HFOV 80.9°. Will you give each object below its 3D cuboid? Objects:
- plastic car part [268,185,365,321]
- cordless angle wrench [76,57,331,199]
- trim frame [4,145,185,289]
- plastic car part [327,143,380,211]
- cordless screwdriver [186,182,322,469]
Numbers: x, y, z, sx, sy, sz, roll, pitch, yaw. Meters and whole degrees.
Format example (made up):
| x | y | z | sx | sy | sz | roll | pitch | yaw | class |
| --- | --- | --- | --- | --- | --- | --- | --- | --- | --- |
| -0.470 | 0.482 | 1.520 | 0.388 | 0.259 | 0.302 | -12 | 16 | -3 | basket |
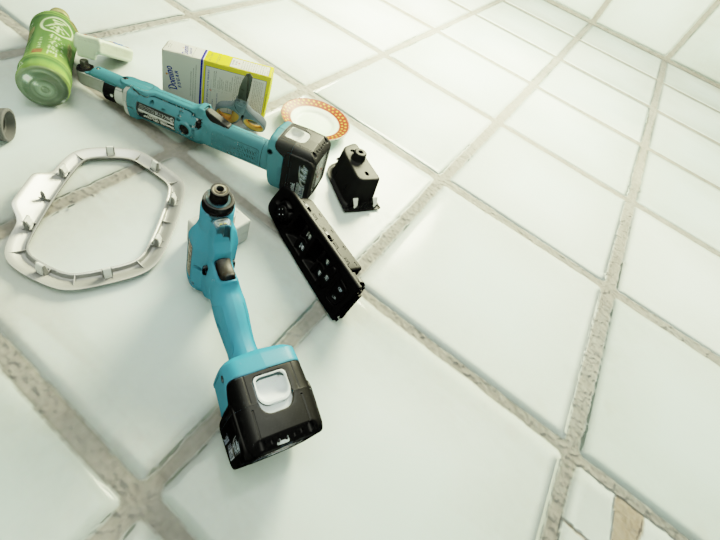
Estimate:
| x | y | z | sx | sy | sz | roll | pitch | yaw | class |
| --- | --- | --- | --- | --- | --- | --- | --- | --- | --- |
| -0.056 | -0.036 | 0.568 | 0.064 | 0.066 | 0.211 | -15 | 57 | -42 | plastic car part |
| -0.256 | -0.230 | 0.652 | 0.429 | 0.096 | 0.074 | 24 | 48 | 7 | cordless angle wrench |
| -0.327 | -0.080 | 0.535 | 0.181 | 0.027 | 0.256 | 9 | 51 | -10 | trim frame |
| -0.008 | -0.159 | 0.681 | 0.064 | 0.070 | 0.121 | -7 | 58 | -28 | plastic car part |
| -0.117 | 0.047 | 0.413 | 0.072 | 0.158 | 0.259 | -11 | 58 | -30 | cordless screwdriver |
